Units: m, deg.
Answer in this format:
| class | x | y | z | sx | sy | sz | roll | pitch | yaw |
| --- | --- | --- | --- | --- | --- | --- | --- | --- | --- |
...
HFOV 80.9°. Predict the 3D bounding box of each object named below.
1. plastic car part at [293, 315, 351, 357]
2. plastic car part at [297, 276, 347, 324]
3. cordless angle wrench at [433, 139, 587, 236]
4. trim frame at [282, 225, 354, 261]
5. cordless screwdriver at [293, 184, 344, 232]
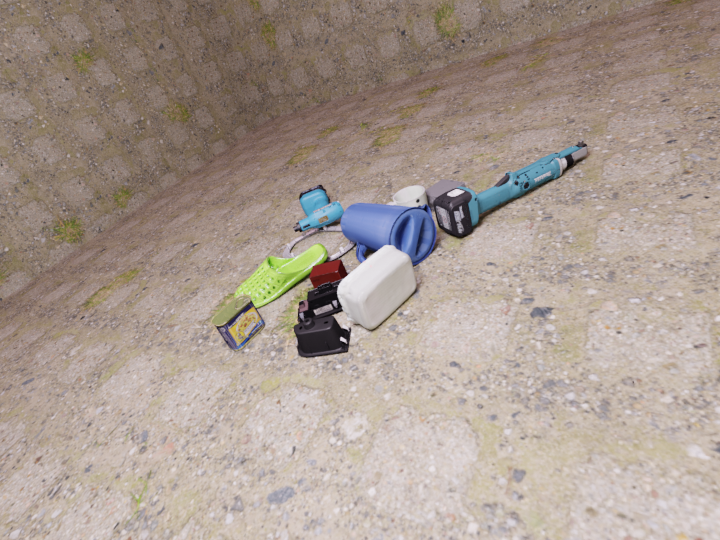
| class | x | y | z | sx | sy | sz | roll | pitch | yaw |
| --- | --- | --- | --- | --- | --- | --- | --- | --- | --- |
| plastic car part | -0.085 | 0.124 | 0.835 | 0.119 | 0.068 | 0.067 | -11 | 30 | 17 |
| plastic car part | -0.052 | 0.052 | 0.935 | 0.205 | 0.065 | 0.068 | -17 | 22 | 9 |
| cordless angle wrench | 0.376 | -0.210 | 1.013 | 0.418 | 0.094 | 0.078 | -26 | 28 | -11 |
| trim frame | -0.119 | -0.078 | 1.213 | 0.262 | 0.026 | 0.182 | 8 | 44 | 40 |
| cordless screwdriver | -0.154 | -0.194 | 1.355 | 0.159 | 0.071 | 0.259 | -26 | 27 | -3 |
